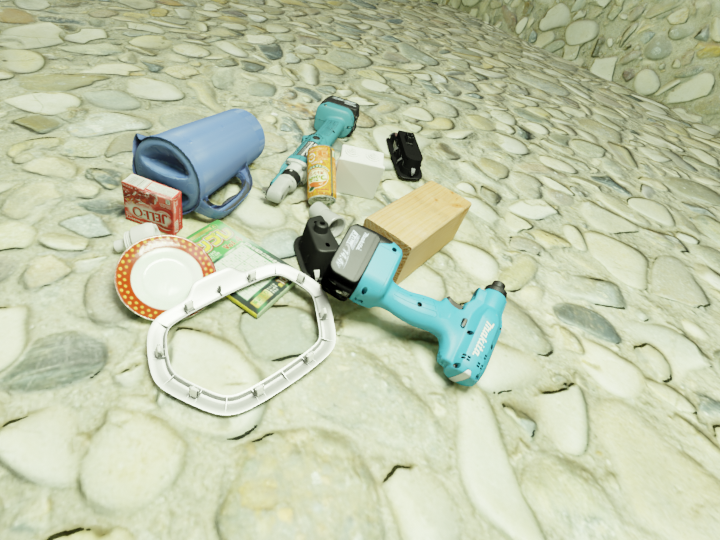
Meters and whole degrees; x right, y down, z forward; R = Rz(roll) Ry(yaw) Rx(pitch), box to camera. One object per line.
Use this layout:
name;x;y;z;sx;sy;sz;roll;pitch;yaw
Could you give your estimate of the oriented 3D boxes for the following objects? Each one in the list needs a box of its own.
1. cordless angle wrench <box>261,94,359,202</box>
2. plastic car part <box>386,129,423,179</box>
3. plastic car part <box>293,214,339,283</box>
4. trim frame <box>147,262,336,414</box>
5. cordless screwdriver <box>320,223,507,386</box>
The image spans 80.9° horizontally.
cordless angle wrench;-0.101;-0.263;0.910;0.099;0.073;0.426;19;43;3
plastic car part;0.112;-0.281;0.997;0.065;0.066;0.209;13;43;-15
plastic car part;-0.065;-0.043;0.669;0.064;0.070;0.122;-4;47;-25
trim frame;-0.143;0.071;0.538;0.242;0.027;0.193;-29;59;-32
cordless screwdriver;0.080;0.024;0.586;0.252;0.074;0.159;33;62;5
